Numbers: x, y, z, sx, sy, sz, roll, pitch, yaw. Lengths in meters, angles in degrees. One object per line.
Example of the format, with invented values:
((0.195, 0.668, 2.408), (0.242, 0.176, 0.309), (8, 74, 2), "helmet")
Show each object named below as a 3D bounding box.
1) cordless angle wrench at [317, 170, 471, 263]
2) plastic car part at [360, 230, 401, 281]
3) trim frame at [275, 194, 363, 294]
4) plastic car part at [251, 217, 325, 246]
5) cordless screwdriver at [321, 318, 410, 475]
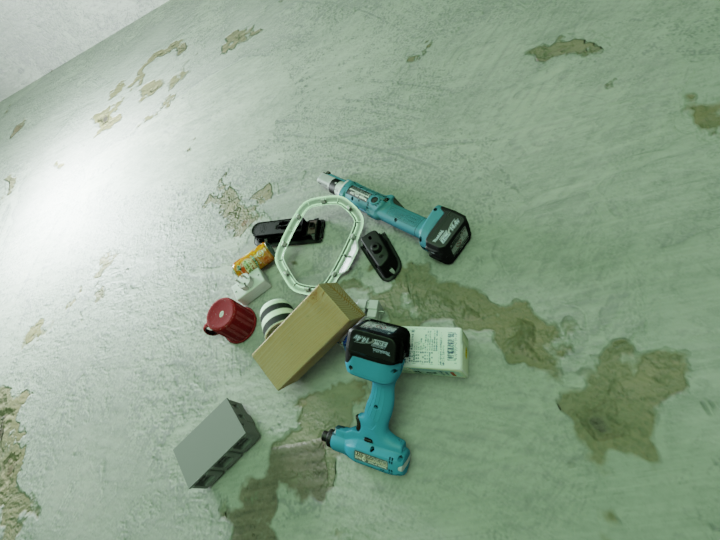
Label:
((0.044, -0.148, 0.971), (0.448, 0.070, 0.098), (32, 79, 37), "cordless angle wrench")
((0.040, -0.041, 0.910), (0.066, 0.067, 0.122), (-33, 51, 7), "plastic car part")
((-0.096, -0.063, 0.979), (0.190, 0.026, 0.248), (26, 83, 18), "trim frame")
((-0.193, -0.099, 1.064), (0.210, 0.063, 0.067), (-5, 68, 26), "plastic car part")
((0.006, 0.212, 0.727), (0.166, 0.072, 0.247), (4, 97, 28), "cordless screwdriver")
